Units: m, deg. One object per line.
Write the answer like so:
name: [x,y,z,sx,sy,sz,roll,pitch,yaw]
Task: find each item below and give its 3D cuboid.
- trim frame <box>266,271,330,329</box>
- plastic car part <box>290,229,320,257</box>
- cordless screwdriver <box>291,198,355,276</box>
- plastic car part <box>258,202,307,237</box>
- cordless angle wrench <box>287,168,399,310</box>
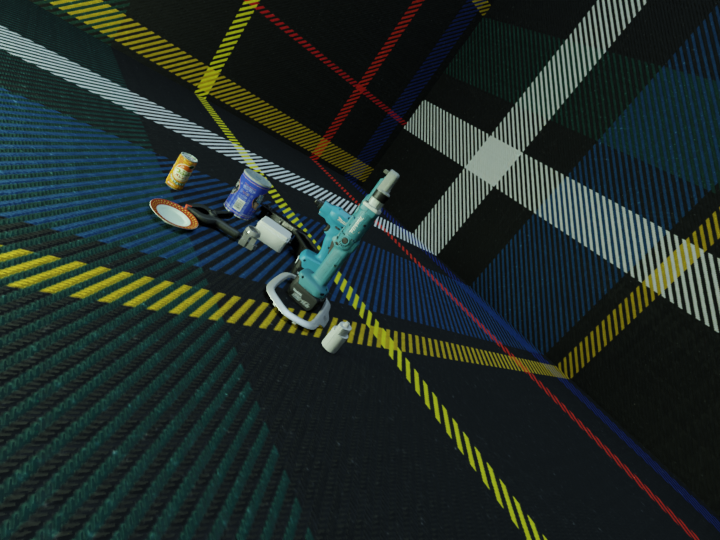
trim frame: [-0.158,0.078,1.118,0.185,0.027,0.247,36,16,1]
plastic car part: [-0.192,-0.071,1.393,0.062,0.071,0.123,18,24,-47]
cordless screwdriver: [-0.121,-0.079,1.237,0.157,0.249,0.075,35,16,-8]
plastic car part: [-0.282,-0.167,1.487,0.208,0.067,0.064,40,16,12]
cordless angle wrench: [-0.035,-0.079,1.095,0.100,0.423,0.072,41,17,11]
